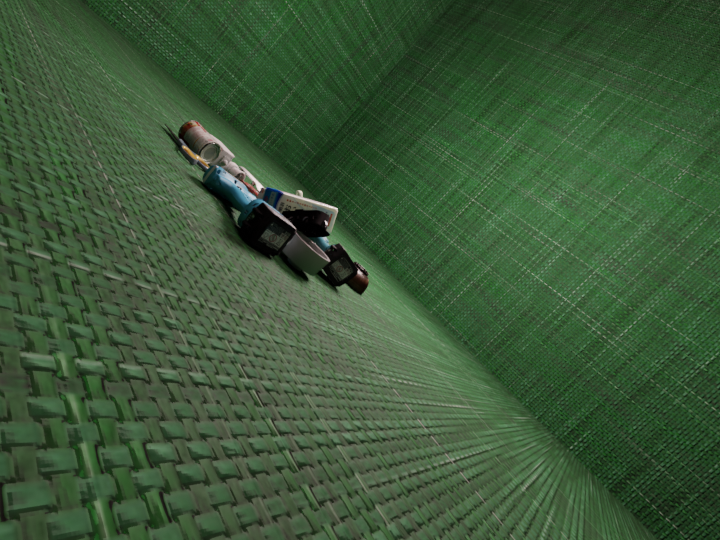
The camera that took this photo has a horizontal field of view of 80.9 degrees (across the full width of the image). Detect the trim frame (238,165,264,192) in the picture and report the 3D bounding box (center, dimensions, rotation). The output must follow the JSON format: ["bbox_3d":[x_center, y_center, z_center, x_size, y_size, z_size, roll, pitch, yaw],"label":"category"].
[{"bbox_3d":[-0.288,-0.228,1.296,0.246,0.027,0.187,48,-5,-8],"label":"trim frame"}]

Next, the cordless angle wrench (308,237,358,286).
[{"bbox_3d":[-0.122,-0.080,1.244,0.094,0.074,0.442,57,-5,-28],"label":"cordless angle wrench"}]

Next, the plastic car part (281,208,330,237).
[{"bbox_3d":[-0.140,-0.111,0.990,0.214,0.067,0.063,11,-27,47],"label":"plastic car part"}]

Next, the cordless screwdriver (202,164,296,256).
[{"bbox_3d":[-0.225,-0.124,0.895,0.263,0.074,0.150,43,5,37],"label":"cordless screwdriver"}]
